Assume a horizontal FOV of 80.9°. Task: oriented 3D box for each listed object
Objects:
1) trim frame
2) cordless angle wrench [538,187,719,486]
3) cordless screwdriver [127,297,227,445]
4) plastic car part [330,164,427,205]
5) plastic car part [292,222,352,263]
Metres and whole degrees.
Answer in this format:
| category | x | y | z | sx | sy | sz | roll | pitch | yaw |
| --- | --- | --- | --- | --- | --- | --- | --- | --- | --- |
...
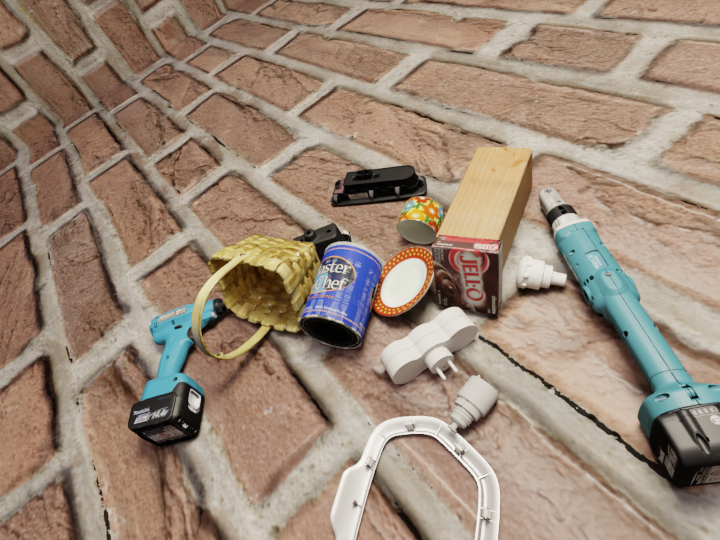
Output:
| category | x | y | z | sx | sy | sz | roll | pitch | yaw |
| --- | --- | --- | --- | --- | --- | --- | --- | --- | --- |
| trim frame | 0.056 | 0.291 | 0.485 | 0.192 | 0.026 | 0.251 | 4 | 57 | 29 |
| cordless angle wrench | 0.317 | 0.028 | 0.538 | 0.076 | 0.093 | 0.437 | -19 | 45 | 13 |
| cordless screwdriver | -0.303 | 0.158 | 0.735 | 0.160 | 0.070 | 0.259 | -22 | 44 | 6 |
| plastic car part | 0.033 | -0.179 | 0.859 | 0.210 | 0.064 | 0.067 | 2 | 47 | 23 |
| plastic car part | -0.078 | -0.051 | 0.798 | 0.118 | 0.067 | 0.068 | -16 | 47 | 8 |
